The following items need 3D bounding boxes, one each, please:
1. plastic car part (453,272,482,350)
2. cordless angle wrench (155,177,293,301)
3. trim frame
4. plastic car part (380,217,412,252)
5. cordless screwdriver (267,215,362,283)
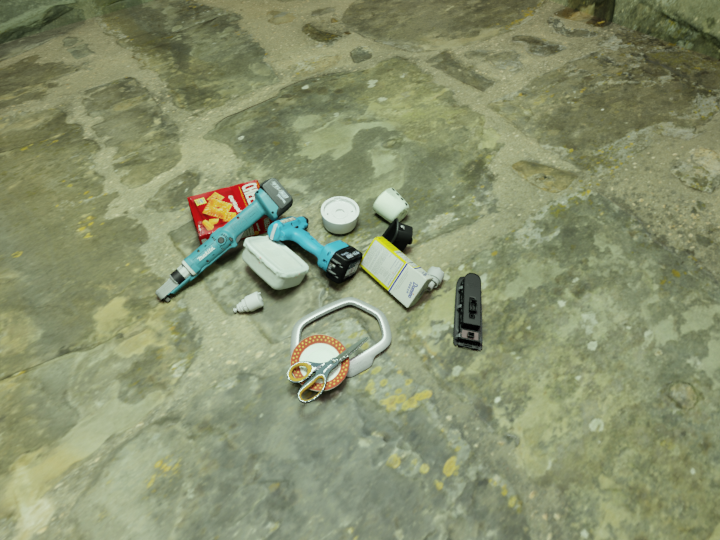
[{"bbox_3d":[0.263,0.085,1.020,0.068,0.064,0.206,4,50,11],"label":"plastic car part"},{"bbox_3d":[-0.360,-0.076,1.103,0.420,0.076,0.097,-43,97,-11],"label":"cordless angle wrench"},{"bbox_3d":[-0.048,0.157,0.989,0.244,0.027,0.194,-25,55,-19],"label":"trim frame"},{"bbox_3d":[0.100,-0.081,1.127,0.068,0.117,0.068,14,49,-22],"label":"plastic car part"},{"bbox_3d":[-0.110,-0.072,1.130,0.258,0.073,0.155,31,29,19],"label":"cordless screwdriver"}]
